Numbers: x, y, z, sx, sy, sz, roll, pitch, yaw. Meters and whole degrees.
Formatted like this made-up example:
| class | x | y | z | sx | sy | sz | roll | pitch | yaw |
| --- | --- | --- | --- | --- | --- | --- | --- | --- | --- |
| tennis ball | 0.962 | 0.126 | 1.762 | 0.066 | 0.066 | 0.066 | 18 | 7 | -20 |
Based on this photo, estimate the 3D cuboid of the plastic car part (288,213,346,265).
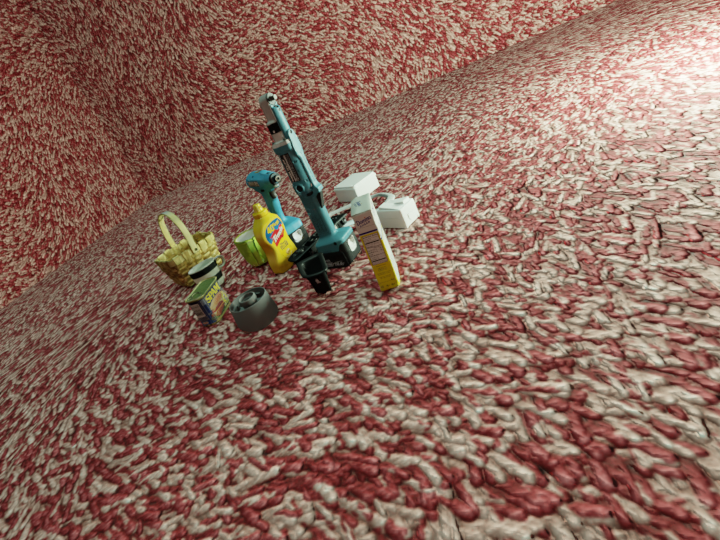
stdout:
| class | x | y | z | sx | sy | sz | roll | pitch | yaw |
| --- | --- | --- | --- | --- | --- | --- | --- | --- | --- |
| plastic car part | -0.108 | -0.071 | 1.105 | 0.070 | 0.064 | 0.200 | 6 | 41 | 49 |

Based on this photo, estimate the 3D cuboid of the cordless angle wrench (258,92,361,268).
| class | x | y | z | sx | sy | sz | roll | pitch | yaw |
| --- | --- | --- | --- | --- | --- | --- | --- | --- | --- |
| cordless angle wrench | -0.124 | -0.196 | 0.961 | 0.102 | 0.408 | 0.074 | -8 | 28 | 35 |

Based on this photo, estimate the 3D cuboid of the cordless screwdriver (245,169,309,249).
| class | x | y | z | sx | sy | sz | roll | pitch | yaw |
| --- | --- | --- | --- | --- | --- | --- | --- | --- | --- |
| cordless screwdriver | -0.224 | -0.169 | 1.189 | 0.073 | 0.240 | 0.167 | -37 | 26 | -26 |

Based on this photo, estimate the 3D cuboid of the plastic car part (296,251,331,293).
| class | x | y | z | sx | sy | sz | roll | pitch | yaw |
| --- | --- | --- | --- | --- | --- | --- | --- | --- | --- |
| plastic car part | -0.094 | 0.015 | 0.935 | 0.066 | 0.068 | 0.121 | -27 | 26 | -3 |

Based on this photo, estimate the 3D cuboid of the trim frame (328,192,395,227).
| class | x | y | z | sx | sy | sz | roll | pitch | yaw |
| --- | --- | --- | --- | --- | --- | --- | --- | --- | --- |
| trim frame | -0.015 | -0.170 | 1.244 | 0.250 | 0.026 | 0.190 | -24 | 27 | 5 |
